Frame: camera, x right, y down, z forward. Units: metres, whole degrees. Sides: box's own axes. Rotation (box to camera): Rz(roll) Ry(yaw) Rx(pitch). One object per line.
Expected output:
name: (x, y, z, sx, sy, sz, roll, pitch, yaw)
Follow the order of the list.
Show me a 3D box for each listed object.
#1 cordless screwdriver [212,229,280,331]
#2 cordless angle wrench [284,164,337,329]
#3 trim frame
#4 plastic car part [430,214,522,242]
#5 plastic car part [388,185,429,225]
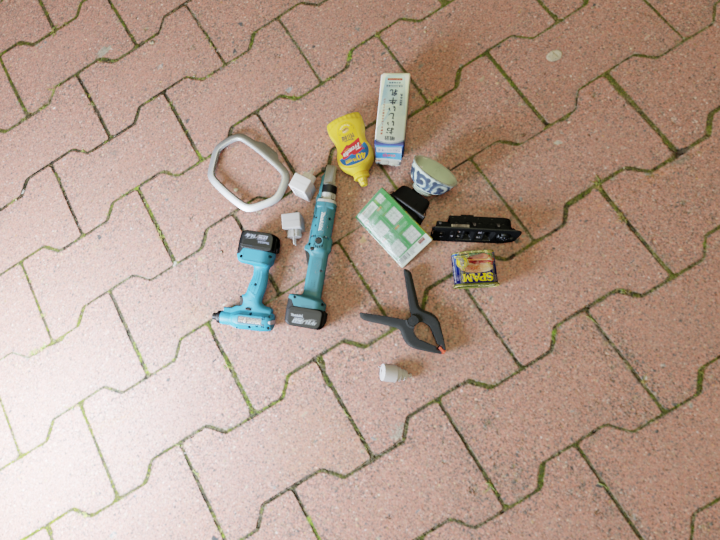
cordless screwdriver: (-0.288, 0.023, 1.072, 0.162, 0.073, 0.250, 4, 84, 8)
cordless angle wrench: (-0.104, -0.068, 1.064, 0.099, 0.072, 0.426, 7, 79, 7)
trim frame: (-0.306, -0.268, 1.151, 0.256, 0.027, 0.184, 40, 88, 15)
plastic car part: (0.276, -0.101, 1.022, 0.207, 0.064, 0.068, 7, 56, 10)
plastic car part: (0.125, -0.173, 1.058, 0.120, 0.064, 0.070, 42, 72, 15)
